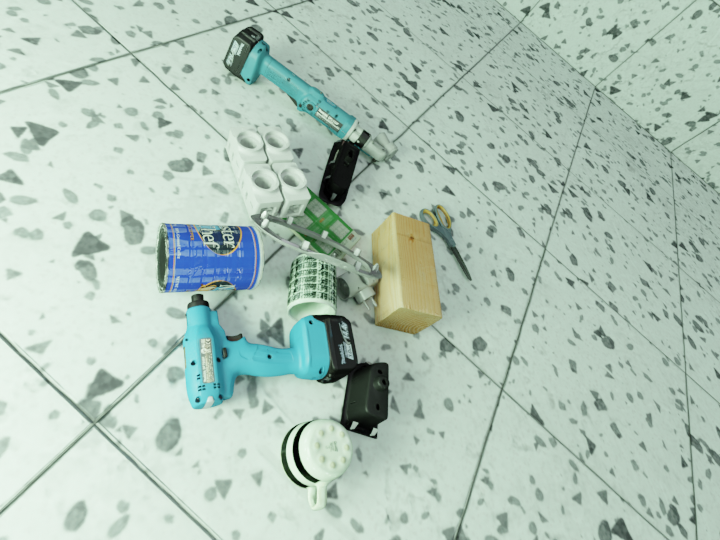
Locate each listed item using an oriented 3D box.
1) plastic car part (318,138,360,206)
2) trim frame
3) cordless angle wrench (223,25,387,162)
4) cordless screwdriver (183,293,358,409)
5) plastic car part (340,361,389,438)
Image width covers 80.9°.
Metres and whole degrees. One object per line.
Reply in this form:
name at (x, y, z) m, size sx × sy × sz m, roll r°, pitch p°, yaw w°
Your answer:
plastic car part at (-0.037, -0.221, 0.920) m, size 0.064 × 0.068 × 0.206 m, roll 31°, pitch 51°, yaw -21°
trim frame at (-0.069, -0.045, 0.710) m, size 0.238 × 0.027 × 0.193 m, roll 23°, pitch 13°, yaw -26°
cordless angle wrench at (-0.110, -0.386, 0.972) m, size 0.415 × 0.099 × 0.075 m, roll 34°, pitch 46°, yaw -10°
cordless screwdriver at (-0.136, 0.104, 0.632) m, size 0.239 × 0.074 × 0.165 m, roll -2°, pitch 61°, yaw -27°
plastic car part at (0.018, 0.191, 0.661) m, size 0.064 × 0.072 × 0.119 m, roll 23°, pitch 54°, yaw -19°
